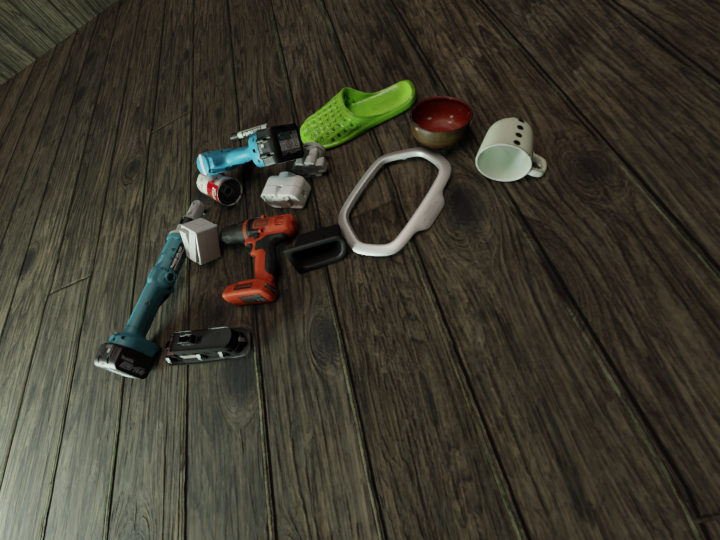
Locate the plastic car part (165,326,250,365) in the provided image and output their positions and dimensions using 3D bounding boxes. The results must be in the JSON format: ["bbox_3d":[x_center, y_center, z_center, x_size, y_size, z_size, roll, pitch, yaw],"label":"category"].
[{"bbox_3d":[-0.301,0.137,0.812,0.209,0.063,0.068,-7,53,22],"label":"plastic car part"}]

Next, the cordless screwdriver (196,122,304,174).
[{"bbox_3d":[-0.232,-0.265,0.945,0.260,0.073,0.155,-1,20,36],"label":"cordless screwdriver"}]

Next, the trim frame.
[{"bbox_3d":[0.062,-0.133,0.792,0.195,0.026,0.248,25,75,37],"label":"trim frame"}]

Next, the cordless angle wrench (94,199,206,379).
[{"bbox_3d":[-0.436,0.018,0.935,0.077,0.092,0.429,-4,58,29],"label":"cordless angle wrench"}]

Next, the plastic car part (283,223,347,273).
[{"bbox_3d":[-0.079,-0.051,0.804,0.118,0.063,0.073,-19,42,14],"label":"plastic car part"}]
